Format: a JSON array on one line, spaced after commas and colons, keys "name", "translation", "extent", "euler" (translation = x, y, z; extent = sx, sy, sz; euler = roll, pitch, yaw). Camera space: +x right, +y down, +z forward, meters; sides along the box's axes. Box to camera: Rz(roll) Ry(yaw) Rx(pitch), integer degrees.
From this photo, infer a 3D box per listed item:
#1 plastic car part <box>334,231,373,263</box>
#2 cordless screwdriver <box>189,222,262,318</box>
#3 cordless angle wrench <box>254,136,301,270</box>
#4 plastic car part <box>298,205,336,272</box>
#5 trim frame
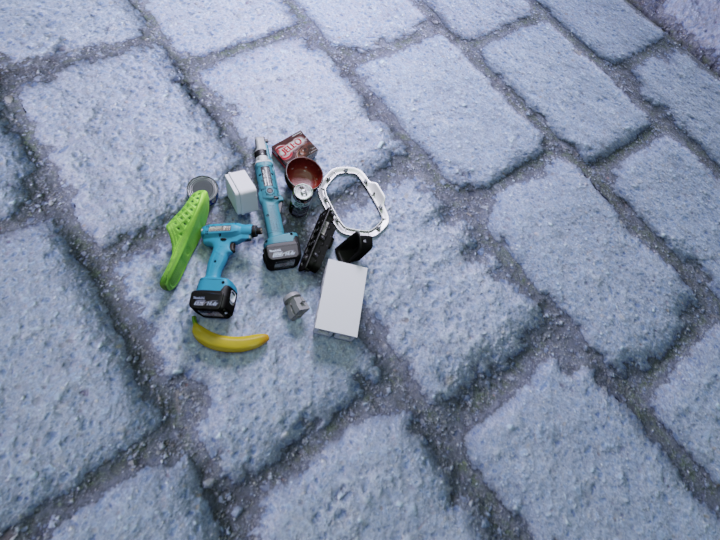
[{"name": "plastic car part", "translation": [-0.007, -0.058, 1.139], "extent": [0.068, 0.118, 0.068], "euler": [-4, 67, -40]}, {"name": "cordless screwdriver", "translation": [-0.332, -0.009, 1.056], "extent": [0.161, 0.071, 0.255], "euler": [-4, 63, 8]}, {"name": "cordless angle wrench", "translation": [-0.253, -0.208, 1.184], "extent": [0.096, 0.073, 0.437], "euler": [-8, 65, -16]}, {"name": "plastic car part", "translation": [-0.113, -0.074, 1.153], "extent": [0.064, 0.068, 0.204], "euler": [37, 60, -24]}, {"name": "trim frame", "translation": [-0.018, -0.206, 1.245], "extent": [0.180, 0.027, 0.257], "euler": [-21, 69, -19]}]
